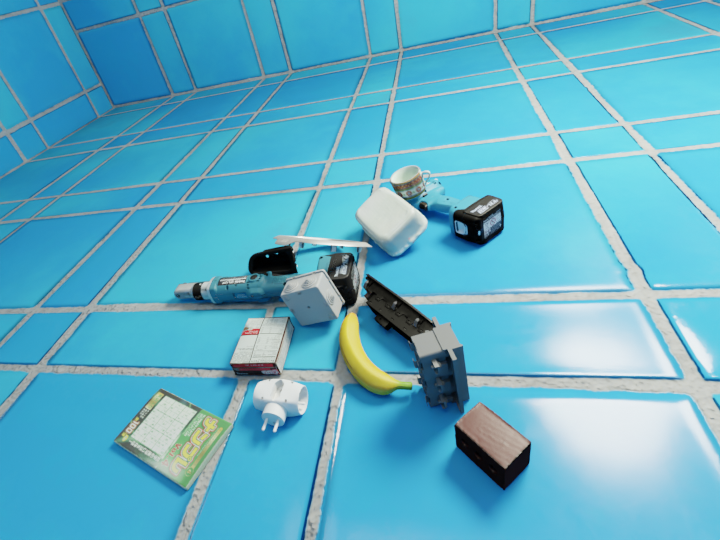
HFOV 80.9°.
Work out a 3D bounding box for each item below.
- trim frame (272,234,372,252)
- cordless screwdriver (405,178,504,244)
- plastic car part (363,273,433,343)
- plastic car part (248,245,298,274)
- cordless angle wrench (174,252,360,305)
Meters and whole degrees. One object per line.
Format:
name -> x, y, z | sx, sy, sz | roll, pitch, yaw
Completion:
trim frame -> -0.088, -0.058, 0.903 | 0.176, 0.027, 0.261 | 2, 7, -33
cordless screwdriver -> 0.186, -0.134, 0.964 | 0.157, 0.071, 0.263 | -30, 36, -18
plastic car part -> 0.069, 0.080, 0.744 | 0.066, 0.063, 0.215 | -42, 44, -18
plastic car part -> -0.199, -0.029, 0.987 | 0.120, 0.064, 0.071 | -6, 22, 17
cordless angle wrench -> -0.217, 0.032, 0.904 | 0.434, 0.071, 0.099 | -5, 38, 17
